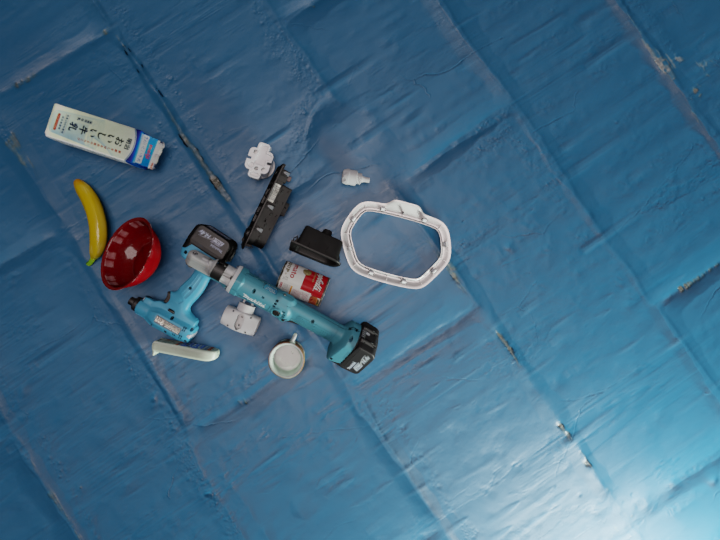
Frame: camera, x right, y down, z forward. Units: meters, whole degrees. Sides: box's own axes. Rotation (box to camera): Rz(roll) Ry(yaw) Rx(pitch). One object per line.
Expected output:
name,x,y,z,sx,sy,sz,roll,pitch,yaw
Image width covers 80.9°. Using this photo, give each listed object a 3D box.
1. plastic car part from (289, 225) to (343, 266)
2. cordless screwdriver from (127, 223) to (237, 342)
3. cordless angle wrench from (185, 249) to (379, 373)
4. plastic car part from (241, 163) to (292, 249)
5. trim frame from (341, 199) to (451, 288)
plastic car part,-0.090,-0.059,0.923,0.116,0.066,0.071,20,73,-3
cordless screwdriver,-0.382,0.014,0.910,0.160,0.074,0.248,28,91,1
cordless angle wrench,-0.162,0.070,0.860,0.418,0.075,0.098,30,129,-6
plastic car part,-0.201,-0.131,0.927,0.064,0.069,0.203,31,85,-27
trim frame,0.078,-0.061,0.934,0.250,0.027,0.184,16,86,3
